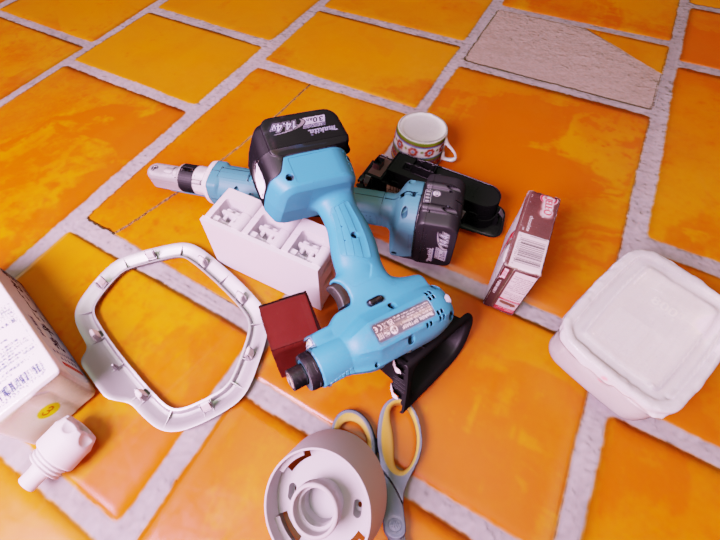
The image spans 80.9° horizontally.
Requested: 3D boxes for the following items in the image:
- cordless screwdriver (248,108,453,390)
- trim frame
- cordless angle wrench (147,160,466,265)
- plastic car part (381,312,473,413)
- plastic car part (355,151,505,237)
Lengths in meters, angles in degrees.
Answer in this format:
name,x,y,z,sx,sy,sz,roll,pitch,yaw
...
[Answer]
name,x,y,z,sx,sy,sz,roll,pitch,yaw
cordless screwdriver,-0.039,-0.025,0.396,0.155,0.074,0.255,-23,74,-23
trim frame,-0.218,0.060,0.481,0.259,0.027,0.182,38,66,23
cordless angle wrench,-0.092,-0.095,0.545,0.434,0.094,0.075,12,61,14
plastic car part,0.055,0.074,0.437,0.075,0.064,0.114,26,43,32
plastic car part,0.099,-0.112,0.563,0.210,0.065,0.066,28,54,16
